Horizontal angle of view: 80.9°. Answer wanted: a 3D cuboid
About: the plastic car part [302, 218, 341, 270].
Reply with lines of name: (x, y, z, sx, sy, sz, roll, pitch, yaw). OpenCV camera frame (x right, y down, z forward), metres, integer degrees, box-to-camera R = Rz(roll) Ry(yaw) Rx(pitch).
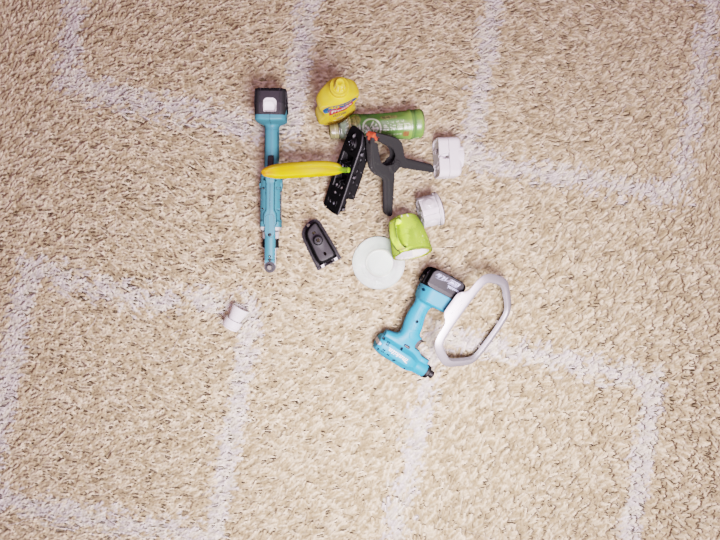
plastic car part: (-0.098, -0.064, 1.000, 0.066, 0.072, 0.116, -28, 94, -4)

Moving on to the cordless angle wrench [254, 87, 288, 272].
cordless angle wrench: (-0.211, -0.206, 0.998, 0.074, 0.099, 0.421, 1, 93, -5)

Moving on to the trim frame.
trim frame: (0.266, 0.119, 0.989, 0.175, 0.029, 0.248, 37, 90, -33)

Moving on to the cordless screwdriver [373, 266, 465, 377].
cordless screwdriver: (0.160, 0.125, 1.002, 0.158, 0.075, 0.248, 33, 92, -4)

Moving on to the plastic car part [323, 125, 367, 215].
plastic car part: (-0.022, -0.230, 0.983, 0.064, 0.070, 0.200, 2, 118, -31)
